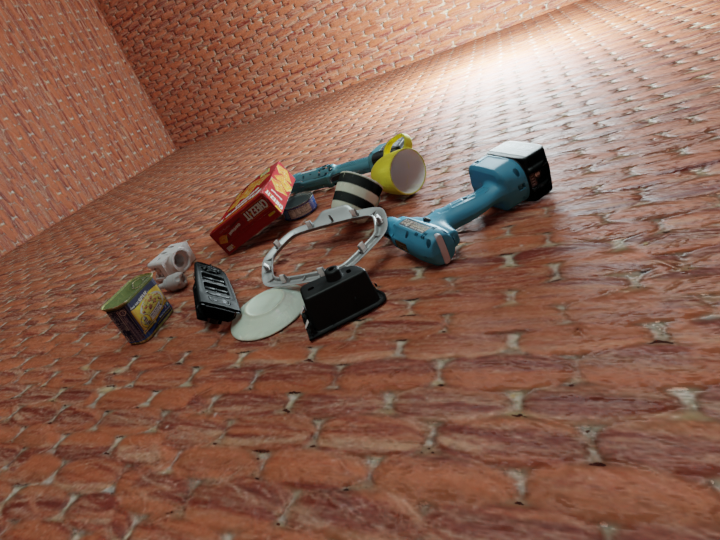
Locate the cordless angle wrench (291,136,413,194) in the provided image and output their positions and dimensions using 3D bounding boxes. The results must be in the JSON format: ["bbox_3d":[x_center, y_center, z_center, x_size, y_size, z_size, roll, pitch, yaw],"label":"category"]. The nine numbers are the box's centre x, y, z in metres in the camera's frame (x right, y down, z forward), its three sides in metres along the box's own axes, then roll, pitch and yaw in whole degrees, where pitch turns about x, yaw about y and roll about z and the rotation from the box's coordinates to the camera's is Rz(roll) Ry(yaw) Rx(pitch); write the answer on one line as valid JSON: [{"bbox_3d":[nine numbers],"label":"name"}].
[{"bbox_3d":[-0.077,-0.232,1.040,0.441,0.071,0.097,-6,32,34],"label":"cordless angle wrench"}]

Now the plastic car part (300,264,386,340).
[{"bbox_3d":[-0.033,0.030,0.563,0.116,0.068,0.069,-28,28,-2],"label":"plastic car part"}]

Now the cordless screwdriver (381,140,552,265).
[{"bbox_3d":[0.153,-0.107,0.653,0.246,0.071,0.167,-35,30,-12],"label":"cordless screwdriver"}]

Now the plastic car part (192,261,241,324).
[{"bbox_3d":[-0.254,0.041,0.721,0.064,0.066,0.213,10,19,-27],"label":"plastic car part"}]

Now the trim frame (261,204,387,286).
[{"bbox_3d":[-0.069,-0.045,0.706,0.258,0.026,0.185,-12,37,33],"label":"trim frame"}]
